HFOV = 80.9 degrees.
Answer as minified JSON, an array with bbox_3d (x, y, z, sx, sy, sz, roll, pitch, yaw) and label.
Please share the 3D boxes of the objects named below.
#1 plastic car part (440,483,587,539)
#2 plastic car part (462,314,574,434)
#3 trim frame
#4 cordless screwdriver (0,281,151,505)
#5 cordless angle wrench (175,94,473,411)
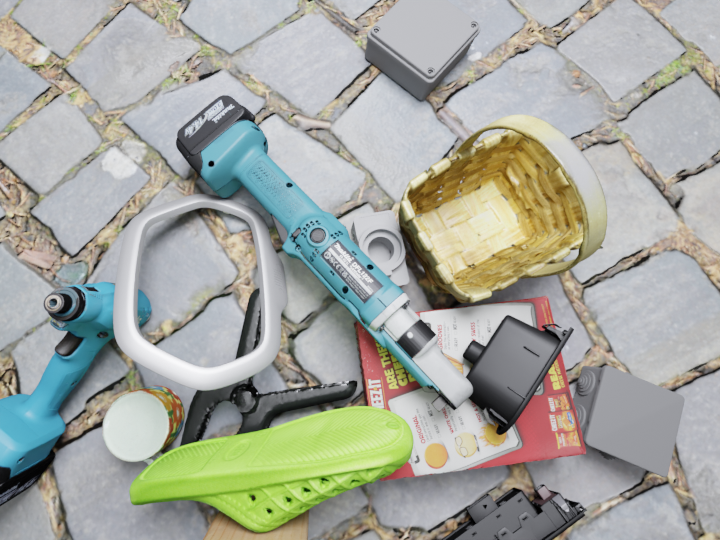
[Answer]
[{"bbox_3d":[0.131,0.287,0.444,0.202,0.064,0.069,-36,74,-7],"label":"plastic car part"},{"bbox_3d":[0.141,0.091,0.417,0.074,0.063,0.116,36,82,22],"label":"plastic car part"},{"bbox_3d":[-0.170,0.009,0.470,0.178,0.027,0.258,-1,53,-20],"label":"trim frame"},{"bbox_3d":[-0.327,0.118,0.430,0.075,0.158,0.248,34,82,1],"label":"cordless screwdriver"},{"bbox_3d":[-0.045,-0.030,0.463,0.098,0.072,0.438,-42,71,-6],"label":"cordless angle wrench"}]
